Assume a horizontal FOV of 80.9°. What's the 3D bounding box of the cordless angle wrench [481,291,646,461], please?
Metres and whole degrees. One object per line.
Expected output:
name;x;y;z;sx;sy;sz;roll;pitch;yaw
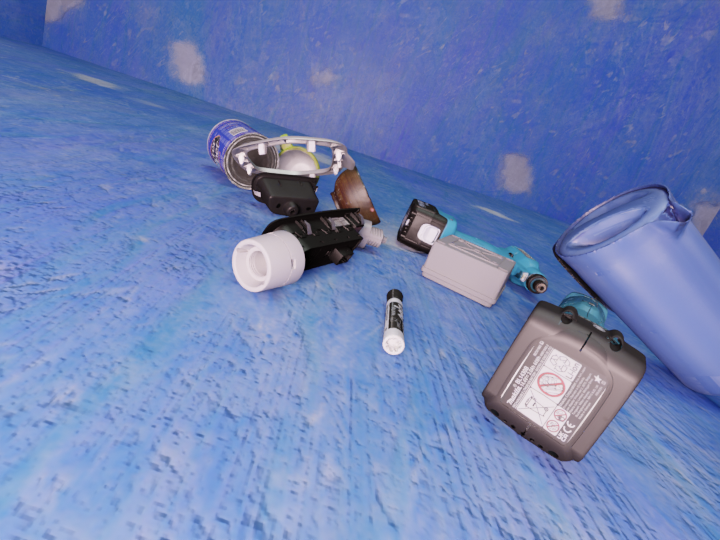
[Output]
cordless angle wrench;0.232;0.065;0.459;0.078;0.097;0.405;32;19;24

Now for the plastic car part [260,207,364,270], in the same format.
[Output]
plastic car part;-0.051;-0.033;0.519;0.069;0.067;0.195;53;28;14

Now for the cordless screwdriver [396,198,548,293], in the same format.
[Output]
cordless screwdriver;0.191;-0.037;0.730;0.249;0.074;0.160;22;18;-2

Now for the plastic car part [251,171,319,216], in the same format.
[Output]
plastic car part;-0.116;-0.115;0.688;0.111;0.065;0.075;-1;41;-37

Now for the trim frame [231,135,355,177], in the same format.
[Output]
trim frame;-0.102;-0.169;0.663;0.183;0.027;0.249;-2;0;-5
